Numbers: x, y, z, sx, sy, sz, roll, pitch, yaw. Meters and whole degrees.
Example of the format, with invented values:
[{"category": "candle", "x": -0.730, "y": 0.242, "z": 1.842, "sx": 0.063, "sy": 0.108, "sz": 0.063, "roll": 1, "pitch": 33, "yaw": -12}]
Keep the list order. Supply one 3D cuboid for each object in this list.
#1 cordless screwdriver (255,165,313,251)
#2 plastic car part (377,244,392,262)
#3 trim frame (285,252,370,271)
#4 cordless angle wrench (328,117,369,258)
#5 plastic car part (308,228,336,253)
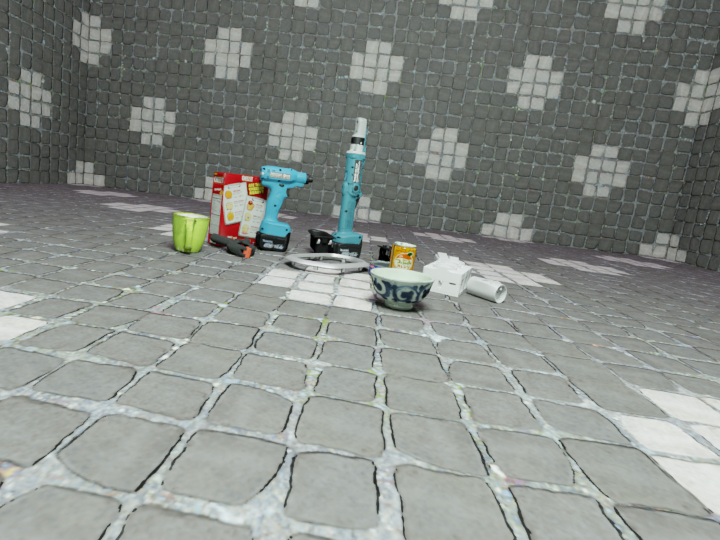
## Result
[{"category": "cordless screwdriver", "x": -0.232, "y": -0.183, "z": 1.272, "sx": 0.155, "sy": 0.247, "sz": 0.077, "roll": 5, "pitch": 9, "yaw": -18}, {"category": "plastic car part", "x": 0.089, "y": -0.038, "z": 1.204, "sx": 0.065, "sy": 0.066, "sz": 0.207, "roll": 6, "pitch": 11, "yaw": -9}, {"category": "trim frame", "x": -0.086, "y": -0.024, "z": 1.123, "sx": 0.194, "sy": 0.027, "sz": 0.238, "roll": 15, "pitch": 13, "yaw": 35}, {"category": "cordless angle wrench", "x": -0.026, "y": -0.250, "z": 1.291, "sx": 0.094, "sy": 0.420, "sz": 0.078, "roll": 3, "pitch": 10, "yaw": -31}, {"category": "plastic car part", "x": -0.126, "y": -0.082, "z": 1.284, "sx": 0.064, "sy": 0.070, "sz": 0.121, "roll": 4, "pitch": 11, "yaw": -21}]
